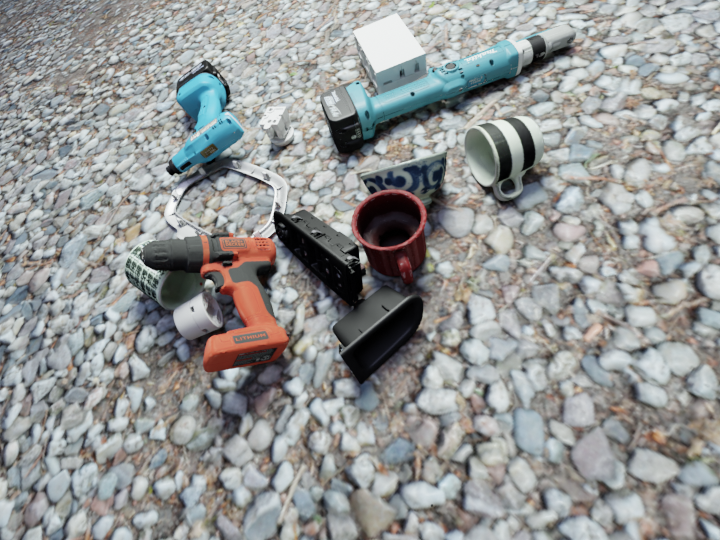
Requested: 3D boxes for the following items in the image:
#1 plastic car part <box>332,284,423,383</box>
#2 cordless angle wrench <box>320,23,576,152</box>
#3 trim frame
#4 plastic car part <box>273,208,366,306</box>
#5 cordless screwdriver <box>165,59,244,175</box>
[{"bbox_3d":[0.014,0.064,0.513,0.116,0.063,0.075,-42,43,-14],"label":"plastic car part"},{"bbox_3d":[0.146,-0.315,0.698,0.425,0.071,0.102,-19,56,3],"label":"cordless angle wrench"},{"bbox_3d":[-0.233,-0.115,0.721,0.261,0.026,0.184,26,71,28],"label":"trim frame"},{"bbox_3d":[-0.057,-0.037,0.579,0.066,0.063,0.215,-36,44,-22],"label":"plastic car part"},{"bbox_3d":[-0.316,-0.294,0.820,0.161,0.070,0.261,-32,51,11],"label":"cordless screwdriver"}]
